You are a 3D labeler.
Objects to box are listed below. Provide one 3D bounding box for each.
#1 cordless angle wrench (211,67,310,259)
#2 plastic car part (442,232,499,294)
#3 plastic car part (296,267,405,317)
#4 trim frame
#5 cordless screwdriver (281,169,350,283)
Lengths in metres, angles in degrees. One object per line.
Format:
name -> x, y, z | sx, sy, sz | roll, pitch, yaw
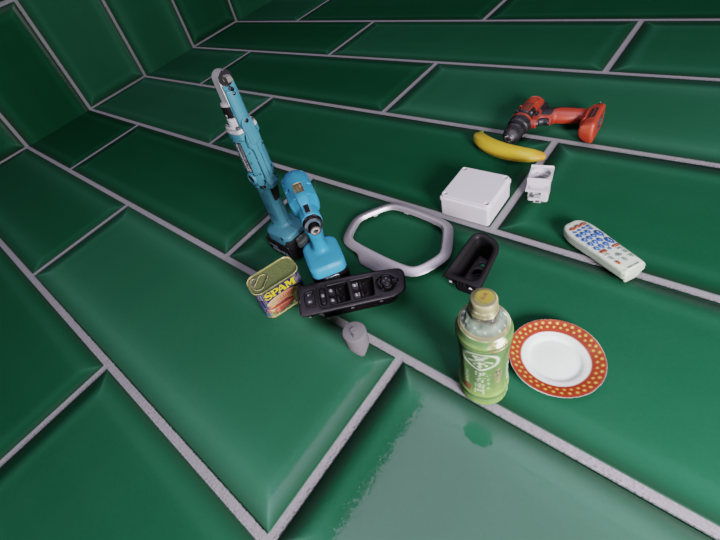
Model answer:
cordless angle wrench -> -0.195, -0.195, 0.839 | 0.103, 0.404, 0.073 | 28, 60, 35
plastic car part -> 0.206, -0.003, 0.757 | 0.069, 0.068, 0.116 | 21, 58, 33
plastic car part -> -0.012, 0.049, 0.788 | 0.204, 0.064, 0.069 | -15, 45, 5
trim frame -> 0.077, -0.069, 0.893 | 0.263, 0.026, 0.182 | 28, 62, 37
cordless screwdriver -> -0.076, -0.050, 0.780 | 0.074, 0.237, 0.167 | -21, 45, -4
